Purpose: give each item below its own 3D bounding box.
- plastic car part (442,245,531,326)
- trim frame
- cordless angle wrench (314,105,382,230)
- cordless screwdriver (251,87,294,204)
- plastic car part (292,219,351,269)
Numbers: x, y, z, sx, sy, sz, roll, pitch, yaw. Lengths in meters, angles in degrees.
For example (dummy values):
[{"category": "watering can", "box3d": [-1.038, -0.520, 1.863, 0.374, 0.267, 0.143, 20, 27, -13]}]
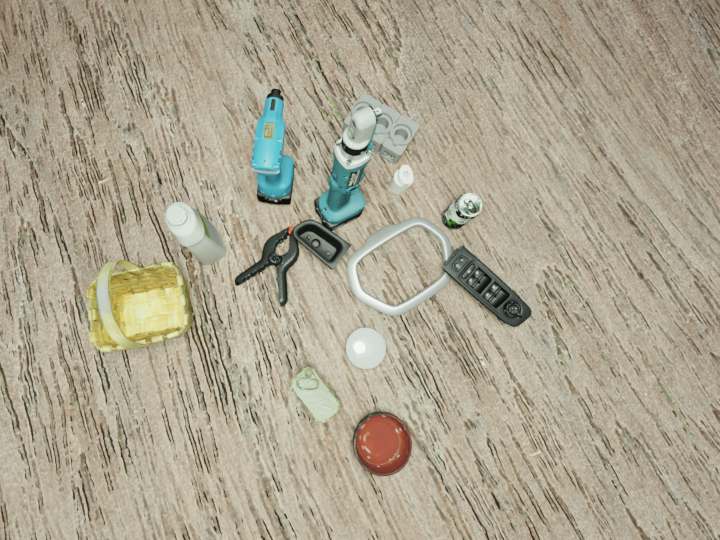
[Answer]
[{"category": "plastic car part", "box3d": [0.261, 0.040, 0.892, 0.206, 0.066, 0.066, 41, 79, 6]}, {"category": "trim frame", "box3d": [0.089, -0.013, 0.918, 0.247, 0.027, 0.187, -33, 81, -9]}, {"category": "cordless angle wrench", "box3d": [-0.024, -0.166, 0.747, 0.097, 0.421, 0.075, -27, 85, -11]}, {"category": "cordless screwdriver", "box3d": [-0.172, -0.232, 0.844, 0.074, 0.248, 0.161, 6, 79, -6]}, {"category": "plastic car part", "box3d": [-0.088, -0.057, 0.899, 0.118, 0.070, 0.066, 37, 78, 4]}]
